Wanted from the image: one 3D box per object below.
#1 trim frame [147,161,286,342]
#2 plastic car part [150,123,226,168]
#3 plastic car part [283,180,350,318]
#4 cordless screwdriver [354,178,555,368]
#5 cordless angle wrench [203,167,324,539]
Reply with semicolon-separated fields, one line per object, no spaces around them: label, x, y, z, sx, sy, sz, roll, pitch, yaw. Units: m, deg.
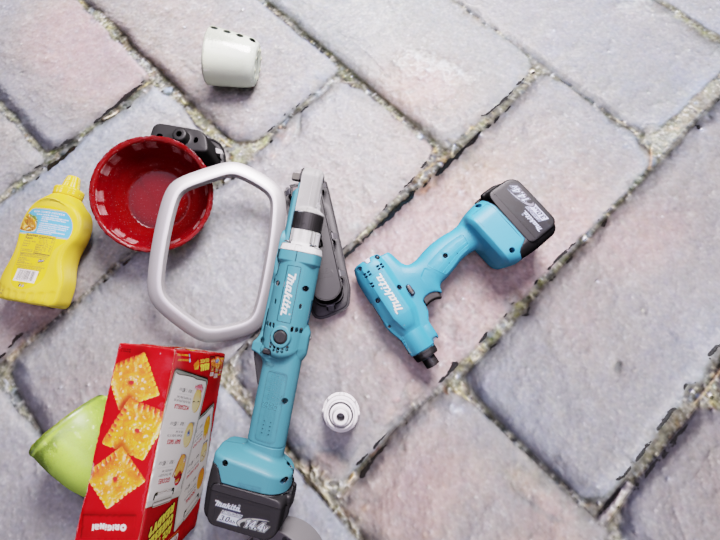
trim frame;-0.188;-0.026;0.578;0.181;0.028;0.249;8;84;-10
plastic car part;-0.263;-0.187;0.628;0.118;0.069;0.066;8;79;7
plastic car part;-0.057;-0.037;0.584;0.066;0.067;0.206;-11;78;-9
cordless screwdriver;0.134;0.002;0.555;0.248;0.073;0.163;-32;77;-1
cordless angle wrench;-0.094;0.080;0.514;0.099;0.073;0.424;10;84;6
